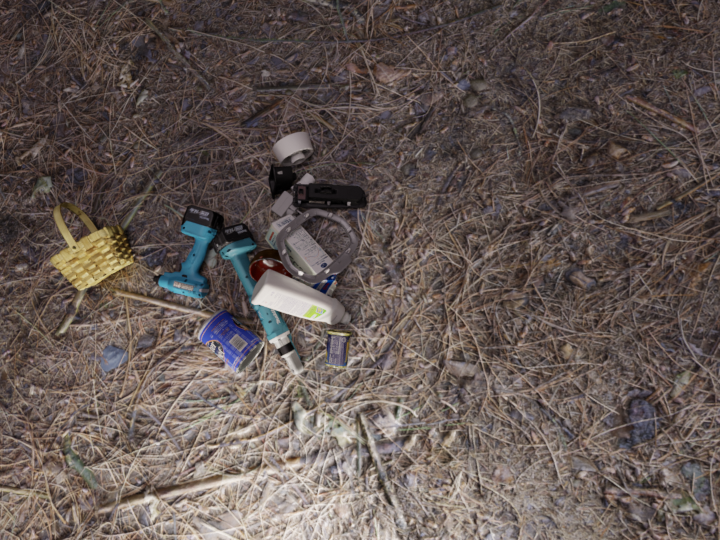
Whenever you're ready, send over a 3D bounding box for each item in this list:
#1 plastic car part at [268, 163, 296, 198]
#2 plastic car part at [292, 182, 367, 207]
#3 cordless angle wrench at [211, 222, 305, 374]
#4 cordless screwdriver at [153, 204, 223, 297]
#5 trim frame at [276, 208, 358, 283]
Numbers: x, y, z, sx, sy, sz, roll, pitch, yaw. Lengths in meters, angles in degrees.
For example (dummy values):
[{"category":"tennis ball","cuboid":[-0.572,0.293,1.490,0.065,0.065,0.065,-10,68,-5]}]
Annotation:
[{"category":"plastic car part","cuboid":[-0.213,-0.252,1.165,0.069,0.118,0.067,-11,81,-20]},{"category":"plastic car part","cuboid":[-0.078,-0.207,1.135,0.200,0.067,0.068,3,69,-9]},{"category":"cordless angle wrench","cuboid":[-0.261,0.078,1.118,0.076,0.094,0.429,-37,78,44]},{"category":"cordless screwdriver","cuboid":[-0.484,-0.058,1.187,0.162,0.073,0.249,11,86,10]},{"category":"trim frame","cuboid":[-0.106,-0.069,1.084,0.186,0.027,0.245,43,50,5]}]
